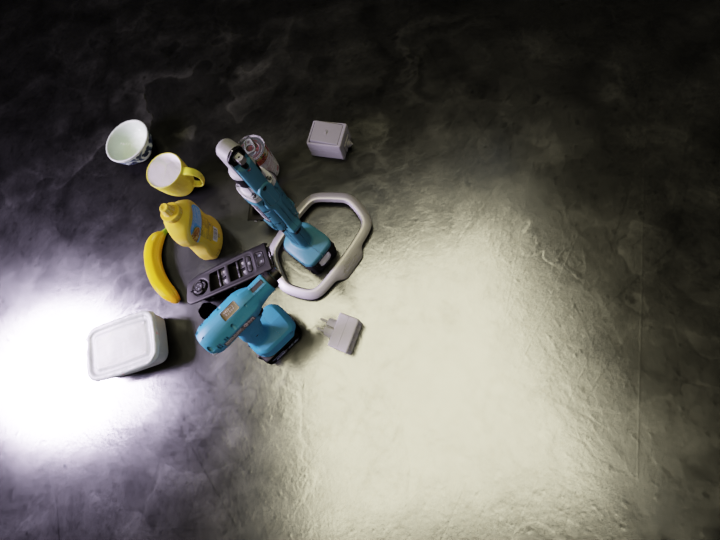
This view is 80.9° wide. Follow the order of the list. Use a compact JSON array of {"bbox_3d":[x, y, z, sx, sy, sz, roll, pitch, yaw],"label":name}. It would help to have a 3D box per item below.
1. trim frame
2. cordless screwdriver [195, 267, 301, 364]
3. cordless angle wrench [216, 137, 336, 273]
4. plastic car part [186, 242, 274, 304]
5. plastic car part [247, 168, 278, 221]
[{"bbox_3d":[-0.086,-0.057,0.884,0.192,0.026,0.248,33,82,22],"label":"trim frame"},{"bbox_3d":[-0.167,0.084,0.741,0.159,0.240,0.077,-45,72,-5],"label":"cordless screwdriver"},{"bbox_3d":[-0.133,-0.095,0.703,0.102,0.408,0.074,37,83,17],"label":"cordless angle wrench"},{"bbox_3d":[-0.270,0.014,0.886,0.204,0.064,0.068,-23,70,5],"label":"plastic car part"},{"bbox_3d":[-0.199,-0.154,0.923,0.067,0.068,0.118,-1,72,12],"label":"plastic car part"}]
